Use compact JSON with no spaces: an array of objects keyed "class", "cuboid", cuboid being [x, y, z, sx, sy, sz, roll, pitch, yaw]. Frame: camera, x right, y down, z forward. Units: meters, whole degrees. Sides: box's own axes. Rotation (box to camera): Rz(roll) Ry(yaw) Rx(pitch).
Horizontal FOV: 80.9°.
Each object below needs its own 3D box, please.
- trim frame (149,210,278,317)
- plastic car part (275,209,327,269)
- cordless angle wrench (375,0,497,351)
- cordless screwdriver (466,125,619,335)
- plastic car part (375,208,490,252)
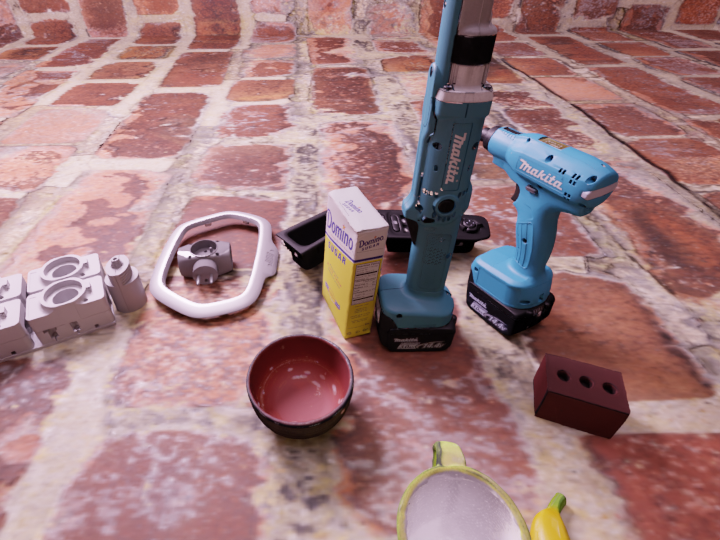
[{"class":"trim frame","cuboid":[-0.223,-0.019,0.664,0.184,0.027,0.257,-2,40,-2]},{"class":"plastic car part","cuboid":[-0.064,-0.042,0.657,0.114,0.069,0.070,-29,49,-31]},{"class":"cordless angle wrench","cuboid":[0.080,-0.079,0.434,0.098,0.410,0.077,1,39,-4]},{"class":"cordless screwdriver","cuboid":[0.191,-0.049,0.530,0.072,0.241,0.168,-19,44,-25]},{"class":"plastic car part","cuboid":[0.106,-0.056,0.676,0.202,0.065,0.068,-2,40,-2]}]
